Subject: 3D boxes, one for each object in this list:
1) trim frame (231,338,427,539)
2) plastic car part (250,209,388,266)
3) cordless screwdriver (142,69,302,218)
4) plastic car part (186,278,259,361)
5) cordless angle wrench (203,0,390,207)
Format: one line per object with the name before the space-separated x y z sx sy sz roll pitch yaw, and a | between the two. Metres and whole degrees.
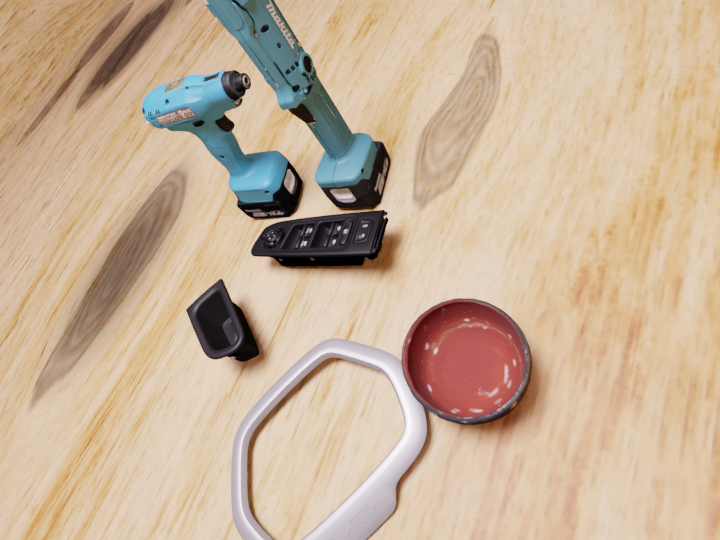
trim frame | -0.044 0.185 0.447 0.248 0.026 0.195 -45 50 -1
plastic car part | -0.055 -0.036 0.561 0.212 0.063 0.067 2 63 31
cordless screwdriver | -0.161 -0.169 0.590 0.166 0.235 0.075 -1 62 28
plastic car part | -0.172 0.079 0.558 0.066 0.067 0.123 -43 51 1
cordless angle wrench | -0.080 -0.218 0.465 0.078 0.400 0.099 2 63 29
